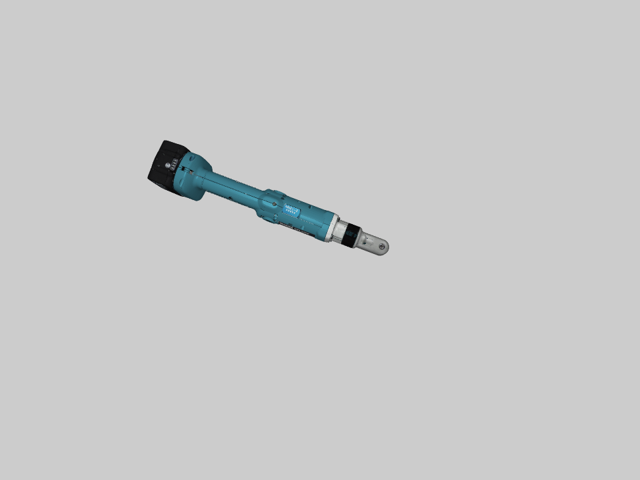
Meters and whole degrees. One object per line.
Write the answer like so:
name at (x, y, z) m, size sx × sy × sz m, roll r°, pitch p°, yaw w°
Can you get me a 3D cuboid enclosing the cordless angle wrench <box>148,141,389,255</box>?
cordless angle wrench at (-0.081, -0.058, 0.737) m, size 0.423 × 0.074 × 0.098 m, roll 21°, pitch -6°, yaw 2°
